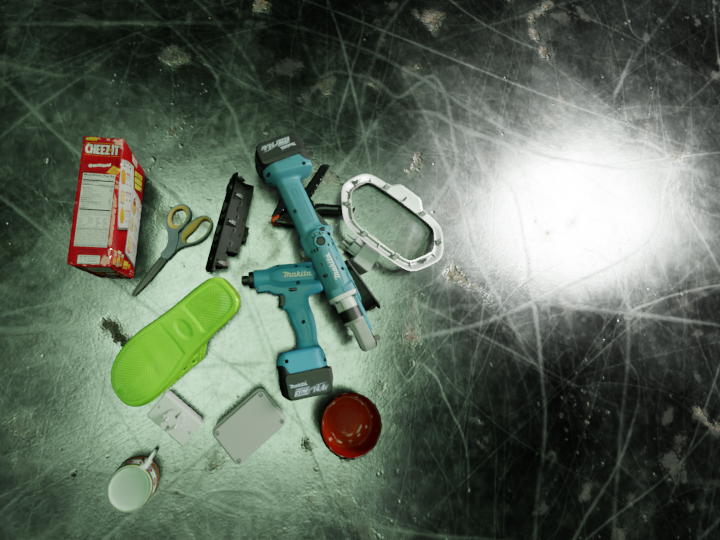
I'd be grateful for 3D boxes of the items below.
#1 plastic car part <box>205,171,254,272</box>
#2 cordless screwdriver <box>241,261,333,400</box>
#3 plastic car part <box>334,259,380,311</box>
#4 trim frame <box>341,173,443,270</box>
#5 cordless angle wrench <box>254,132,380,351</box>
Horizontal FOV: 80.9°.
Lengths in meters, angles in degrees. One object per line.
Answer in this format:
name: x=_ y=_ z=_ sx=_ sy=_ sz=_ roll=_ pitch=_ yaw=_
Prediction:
plastic car part: x=-0.247 y=-0.094 z=0.816 sx=0.065 sy=0.068 sz=0.205 roll=11 pitch=77 yaw=-20
cordless screwdriver: x=-0.136 y=0.110 z=0.789 sx=0.157 sy=0.074 sz=0.253 roll=-5 pitch=76 yaw=-11
plastic car part: x=-0.020 y=0.044 z=0.828 sx=0.071 sy=0.066 sz=0.117 roll=-33 pitch=89 yaw=-4
trim frame: x=0.068 y=-0.104 z=0.861 sx=0.248 sy=0.027 sz=0.184 roll=34 pitch=52 yaw=-1
cordless angle wrench: x=-0.077 y=-0.050 z=0.783 sx=0.096 sy=0.074 sz=0.430 roll=-23 pitch=80 yaw=-14
